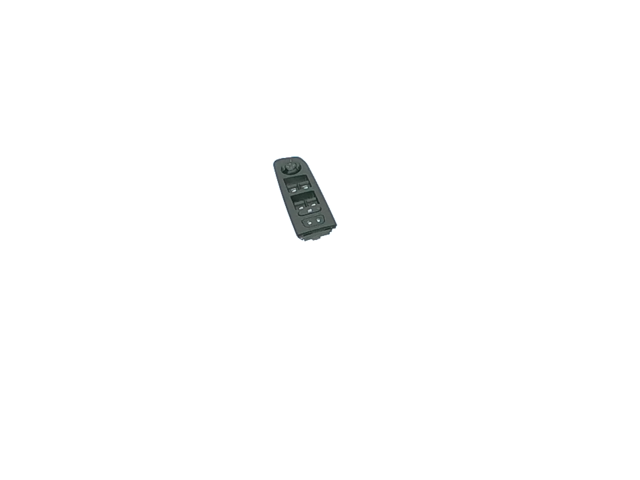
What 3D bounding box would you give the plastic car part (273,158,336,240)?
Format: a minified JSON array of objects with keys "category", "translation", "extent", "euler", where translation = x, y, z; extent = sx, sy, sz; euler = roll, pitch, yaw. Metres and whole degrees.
[{"category":"plastic car part","translation":[-0.030,-0.072,0.741],"extent":[0.066,0.203,0.067],"euler":[-21,-37,-2]}]
